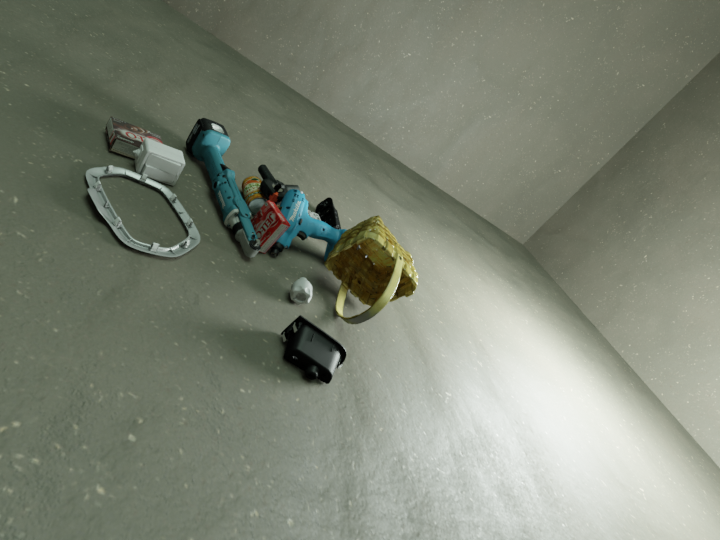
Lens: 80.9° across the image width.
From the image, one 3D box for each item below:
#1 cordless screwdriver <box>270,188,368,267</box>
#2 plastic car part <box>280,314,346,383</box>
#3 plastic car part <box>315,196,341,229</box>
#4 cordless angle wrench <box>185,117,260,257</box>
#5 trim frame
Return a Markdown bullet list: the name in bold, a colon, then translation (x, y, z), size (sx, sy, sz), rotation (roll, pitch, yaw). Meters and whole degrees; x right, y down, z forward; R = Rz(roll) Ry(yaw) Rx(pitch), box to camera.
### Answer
- **cordless screwdriver**: translation (-0.096, -0.063, 0.985), size (0.237, 0.077, 0.161), rotation (31, 63, -30)
- **plastic car part**: translation (-0.078, 0.141, 0.694), size (0.115, 0.067, 0.071), rotation (37, 39, -9)
- **plastic car part**: translation (-0.087, -0.145, 1.196), size (0.064, 0.067, 0.211), rotation (36, 21, -30)
- **cordless angle wrench**: translation (-0.304, -0.189, 0.954), size (0.070, 0.098, 0.444), rotation (13, 38, -45)
- **trim frame**: translation (-0.389, -0.112, 0.759), size (0.176, 0.028, 0.259), rotation (-1, 46, -54)
